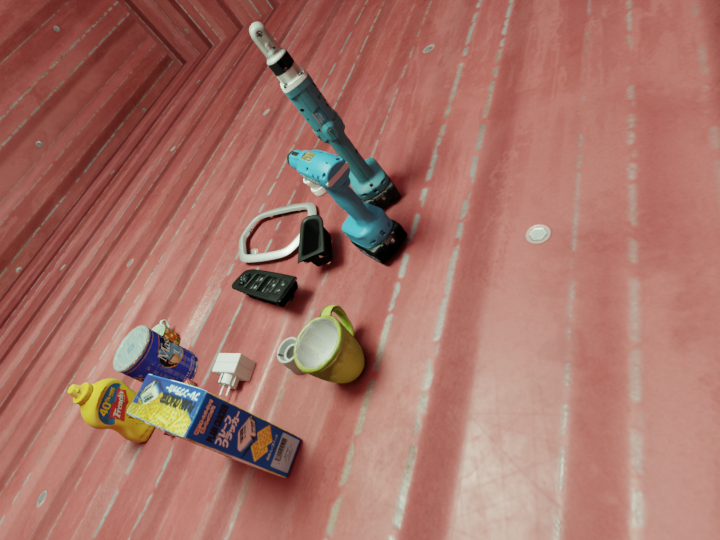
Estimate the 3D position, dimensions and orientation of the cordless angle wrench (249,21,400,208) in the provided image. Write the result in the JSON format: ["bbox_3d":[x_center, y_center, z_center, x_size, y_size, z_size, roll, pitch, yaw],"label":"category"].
[{"bbox_3d":[-0.061,-0.269,0.783,0.075,0.400,0.102,-35,40,11],"label":"cordless angle wrench"}]

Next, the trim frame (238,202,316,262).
[{"bbox_3d":[-0.210,-0.097,1.049,0.259,0.026,0.187,-9,52,34],"label":"trim frame"}]

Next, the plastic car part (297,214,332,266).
[{"bbox_3d":[-0.086,-0.057,0.884,0.067,0.067,0.120,-23,45,23],"label":"plastic car part"}]

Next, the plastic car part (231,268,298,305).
[{"bbox_3d":[-0.200,0.038,0.902,0.214,0.063,0.066,11,64,44],"label":"plastic car part"}]

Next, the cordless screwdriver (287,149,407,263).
[{"bbox_3d":[-0.030,-0.123,0.764,0.074,0.235,0.168,-49,40,-7],"label":"cordless screwdriver"}]
